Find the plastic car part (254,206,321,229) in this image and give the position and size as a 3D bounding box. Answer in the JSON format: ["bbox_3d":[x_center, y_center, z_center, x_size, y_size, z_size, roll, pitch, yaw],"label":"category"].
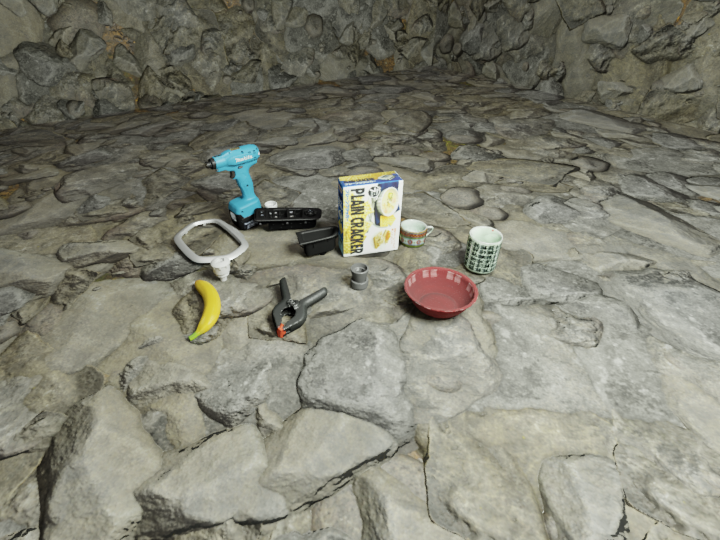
[{"bbox_3d":[-0.215,-0.153,1.274,0.201,0.065,0.069,-6,35,-5],"label":"plastic car part"}]

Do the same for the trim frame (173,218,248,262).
[{"bbox_3d":[-0.432,-0.088,1.228,0.179,0.027,0.263,-28,43,-31],"label":"trim frame"}]

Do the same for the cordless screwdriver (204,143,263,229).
[{"bbox_3d":[-0.366,-0.239,1.251,0.155,0.241,0.079,-25,42,-32],"label":"cordless screwdriver"}]

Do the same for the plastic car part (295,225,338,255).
[{"bbox_3d":[-0.113,-0.074,1.154,0.115,0.069,0.069,-10,36,-12],"label":"plastic car part"}]
